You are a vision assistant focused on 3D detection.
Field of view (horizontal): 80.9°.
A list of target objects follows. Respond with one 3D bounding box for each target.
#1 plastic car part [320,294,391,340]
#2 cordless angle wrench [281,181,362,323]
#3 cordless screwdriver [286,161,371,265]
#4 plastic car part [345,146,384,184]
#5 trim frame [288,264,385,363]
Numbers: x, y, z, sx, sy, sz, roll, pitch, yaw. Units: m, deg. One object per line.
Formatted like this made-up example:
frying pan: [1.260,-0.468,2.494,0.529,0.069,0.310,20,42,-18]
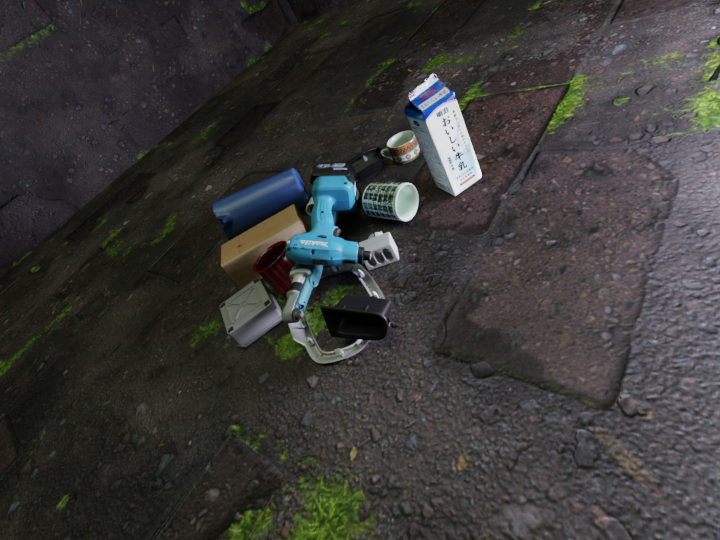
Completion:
plastic car part: [0.004,0.070,0.702,0.121,0.063,0.070,-2,32,30]
cordless angle wrench: [-0.088,-0.058,0.904,0.101,0.071,0.429,-11,40,26]
cordless screwdriver: [-0.047,-0.113,0.858,0.162,0.071,0.254,3,53,10]
plastic car part: [-0.021,-0.247,1.089,0.203,0.063,0.071,-34,47,0]
trim frame: [-0.051,0.069,0.798,0.184,0.026,0.261,-34,39,2]
